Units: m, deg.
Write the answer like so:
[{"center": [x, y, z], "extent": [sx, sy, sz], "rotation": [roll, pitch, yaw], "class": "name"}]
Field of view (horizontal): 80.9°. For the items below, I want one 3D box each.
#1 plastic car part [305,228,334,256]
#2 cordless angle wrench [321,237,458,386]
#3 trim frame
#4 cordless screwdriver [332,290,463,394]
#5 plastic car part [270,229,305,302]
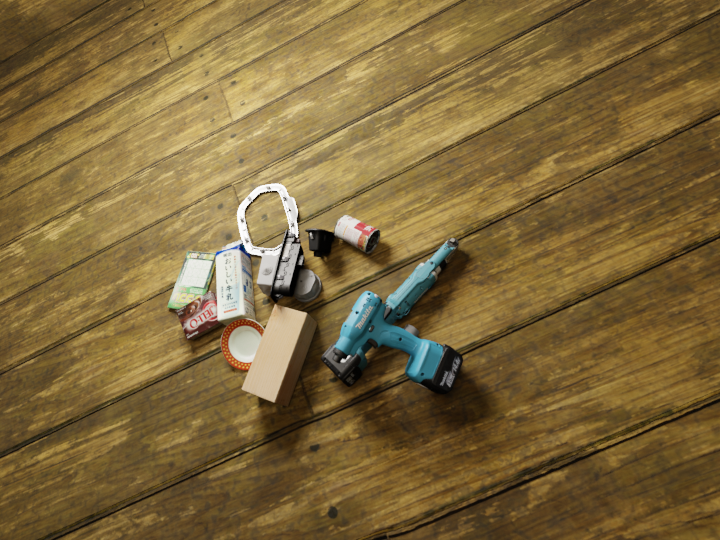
[{"center": [-0.107, -0.070, 1.096], "extent": [0.068, 0.113, 0.071], "rotation": [1, 91, 15], "class": "plastic car part"}, {"center": [0.086, 0.079, 0.974], "extent": [0.078, 0.094, 0.421], "rotation": [38, 77, 27], "class": "cordless angle wrench"}, {"center": [-0.269, -0.151, 1.226], "extent": [0.185, 0.026, 0.258], "rotation": [-22, 59, 6], "class": "trim frame"}, {"center": [0.072, 0.173, 0.874], "extent": [0.248, 0.074, 0.159], "rotation": [33, 75, -1], "class": "cordless screwdriver"}, {"center": [-0.177, -0.007, 1.054], "extent": [0.068, 0.064, 0.206], "rotation": [7, 53, 8], "class": "plastic car part"}]
